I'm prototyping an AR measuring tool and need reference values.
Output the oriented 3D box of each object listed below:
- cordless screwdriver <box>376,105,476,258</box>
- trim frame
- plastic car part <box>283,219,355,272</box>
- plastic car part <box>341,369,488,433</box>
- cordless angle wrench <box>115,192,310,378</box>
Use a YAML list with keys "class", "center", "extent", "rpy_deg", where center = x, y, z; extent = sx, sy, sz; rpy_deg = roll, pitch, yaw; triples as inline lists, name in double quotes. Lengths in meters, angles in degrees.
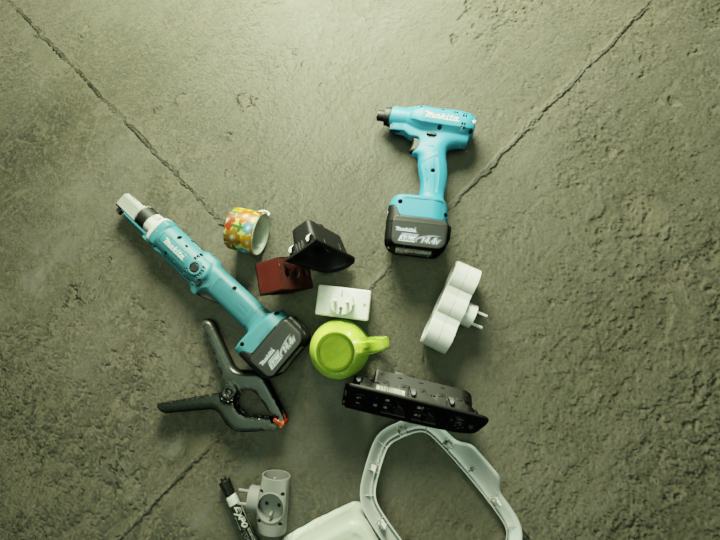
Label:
- class: "cordless screwdriver"
  center: [0.084, -0.150, 0.679]
  extent: [0.162, 0.072, 0.250]
  rpy_deg: [12, 78, 10]
- class: "trim frame"
  center: [0.113, 0.333, 0.598]
  extent: [0.182, 0.027, 0.255]
  rpy_deg: [-38, 75, -14]
- class: "plastic car part"
  center: [-0.066, -0.043, 0.672]
  extent: [0.067, 0.110, 0.073]
  rpy_deg: [-31, 63, 27]
- class: "plastic car part"
  center: [0.078, 0.190, 0.622]
  extent: [0.207, 0.067, 0.065]
  rpy_deg: [14, 126, 9]
- class: "cordless angle wrench"
  center: [-0.266, 0.002, 0.707]
  extent: [0.435, 0.072, 0.098]
  rpy_deg: [40, 87, 15]
